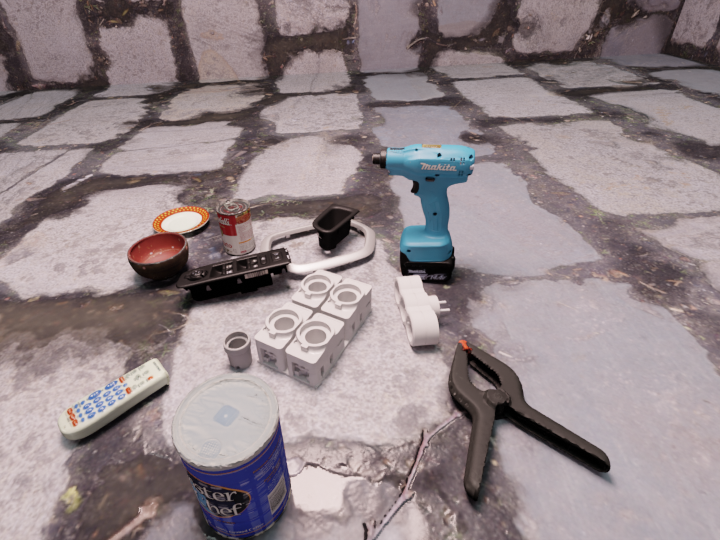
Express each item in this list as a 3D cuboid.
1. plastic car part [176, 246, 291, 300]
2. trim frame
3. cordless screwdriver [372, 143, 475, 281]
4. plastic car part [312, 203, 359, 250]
[{"bbox_3d":[-0.225,0.011,0.763,0.200,0.065,0.069,-10,36,-9],"label":"plastic car part"},{"bbox_3d":[-0.086,-0.056,0.876,0.243,0.027,0.194,-17,38,-18],"label":"trim frame"},{"bbox_3d":[0.099,-0.099,0.737,0.162,0.241,0.075,6,35,10],"label":"cordless screwdriver"},{"bbox_3d":[-0.057,-0.082,0.873,0.069,0.069,0.115,15,39,22],"label":"plastic car part"}]
